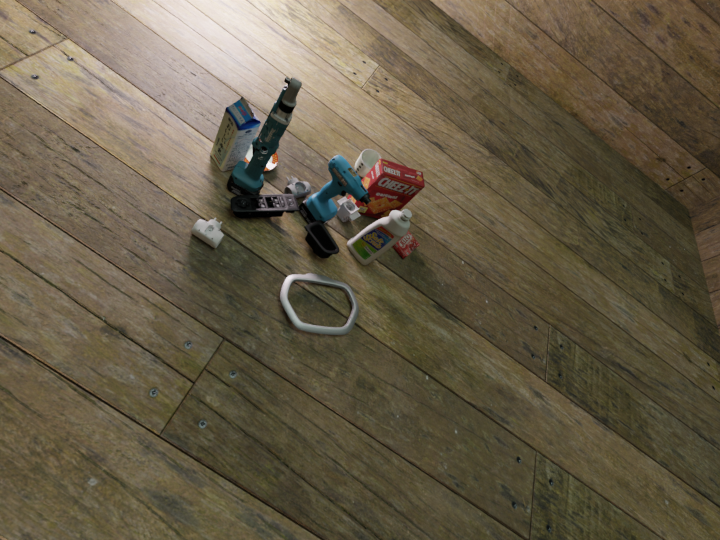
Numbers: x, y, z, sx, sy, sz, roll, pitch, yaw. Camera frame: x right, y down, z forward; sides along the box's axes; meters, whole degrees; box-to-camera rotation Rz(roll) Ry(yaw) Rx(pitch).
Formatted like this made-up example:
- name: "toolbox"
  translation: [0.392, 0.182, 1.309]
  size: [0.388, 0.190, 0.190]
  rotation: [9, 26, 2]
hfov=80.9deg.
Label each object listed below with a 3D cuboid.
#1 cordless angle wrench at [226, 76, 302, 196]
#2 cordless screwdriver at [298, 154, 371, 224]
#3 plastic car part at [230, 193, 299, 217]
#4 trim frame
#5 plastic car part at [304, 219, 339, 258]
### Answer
- name: "cordless angle wrench"
  translation: [-0.247, -0.336, 1.112]
  size: [0.095, 0.428, 0.075]
  rotation: [30, 52, -16]
- name: "cordless screwdriver"
  translation: [-0.076, -0.205, 1.242]
  size: [0.072, 0.252, 0.161]
  rotation: [-32, 84, -40]
- name: "plastic car part"
  translation: [-0.285, -0.185, 1.231]
  size: [0.195, 0.068, 0.068]
  rotation: [-4, 66, -32]
- name: "trim frame"
  translation: [-0.111, 0.090, 1.184]
  size: [0.239, 0.028, 0.190]
  rotation: [8, 58, -25]
- name: "plastic car part"
  translation: [-0.123, -0.080, 1.255]
  size: [0.064, 0.072, 0.119]
  rotation: [-26, 77, -39]
